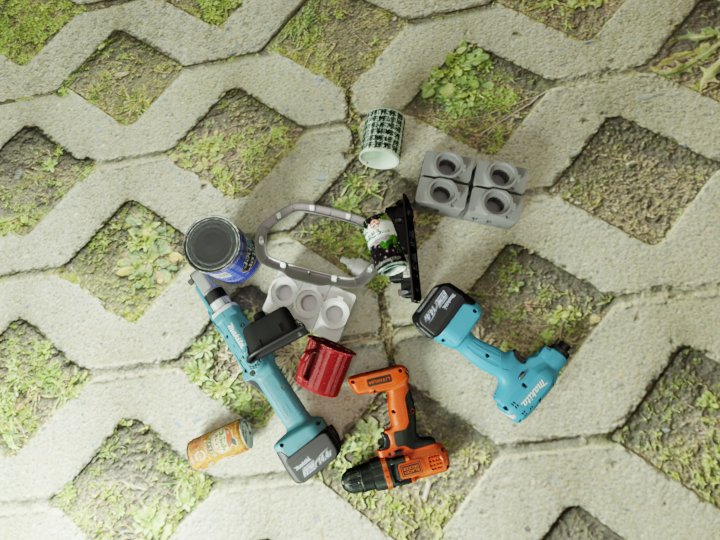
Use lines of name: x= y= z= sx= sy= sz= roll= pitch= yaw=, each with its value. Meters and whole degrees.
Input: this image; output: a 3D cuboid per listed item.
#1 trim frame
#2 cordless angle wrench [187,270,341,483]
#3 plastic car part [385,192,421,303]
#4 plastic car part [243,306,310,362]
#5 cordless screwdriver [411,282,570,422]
trim frame: x=-0.078 y=-0.051 z=0.794 sx=0.252 sy=0.027 sz=0.186 roll=15 pitch=58 yaw=7
cordless angle wrench: x=-0.191 y=0.163 z=0.768 sx=0.098 sy=0.072 sz=0.436 roll=-37 pitch=74 yaw=-4
plastic car part: x=0.077 y=-0.041 z=0.790 sx=0.070 sy=0.063 sz=0.205 roll=-6 pitch=77 yaw=29
plastic car part: x=-0.155 y=0.101 z=0.722 sx=0.116 sy=0.064 sz=0.073 roll=-25 pitch=70 yaw=-2
cordless screwdriver: x=0.223 y=0.116 z=0.725 sx=0.252 sy=0.073 sz=0.159 roll=42 pitch=84 yaw=7
